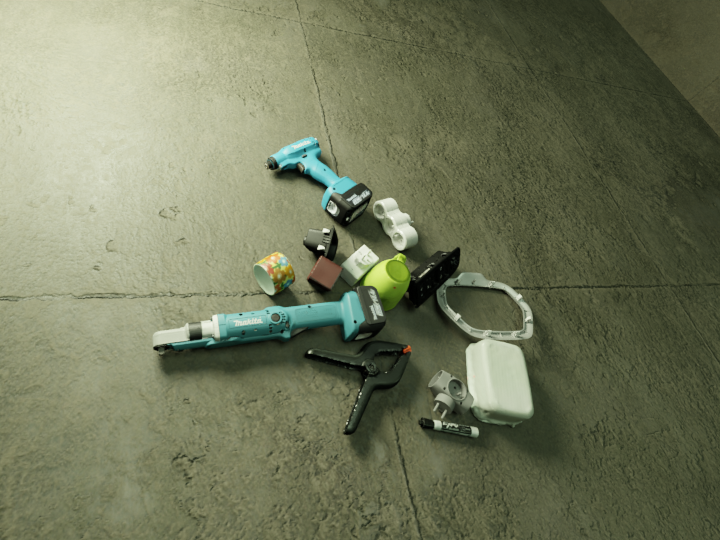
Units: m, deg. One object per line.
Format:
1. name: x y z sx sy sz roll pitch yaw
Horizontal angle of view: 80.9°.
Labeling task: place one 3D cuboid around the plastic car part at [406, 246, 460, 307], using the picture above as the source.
1. plastic car part: 0.162 0.007 0.964 0.198 0.064 0.071 -33 29 -35

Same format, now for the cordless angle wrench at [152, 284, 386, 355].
1. cordless angle wrench: -0.160 0.100 0.786 0.410 0.074 0.101 -5 61 -21

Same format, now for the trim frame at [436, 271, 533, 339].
1. trim frame: 0.289 0.079 0.971 0.242 0.027 0.192 2 44 -16

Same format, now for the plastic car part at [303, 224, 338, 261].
1. plastic car part: -0.088 -0.058 0.899 0.072 0.115 0.066 15 81 3

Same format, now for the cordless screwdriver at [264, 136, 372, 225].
1. cordless screwdriver: -0.103 -0.212 1.009 0.156 0.074 0.257 -33 70 -33
